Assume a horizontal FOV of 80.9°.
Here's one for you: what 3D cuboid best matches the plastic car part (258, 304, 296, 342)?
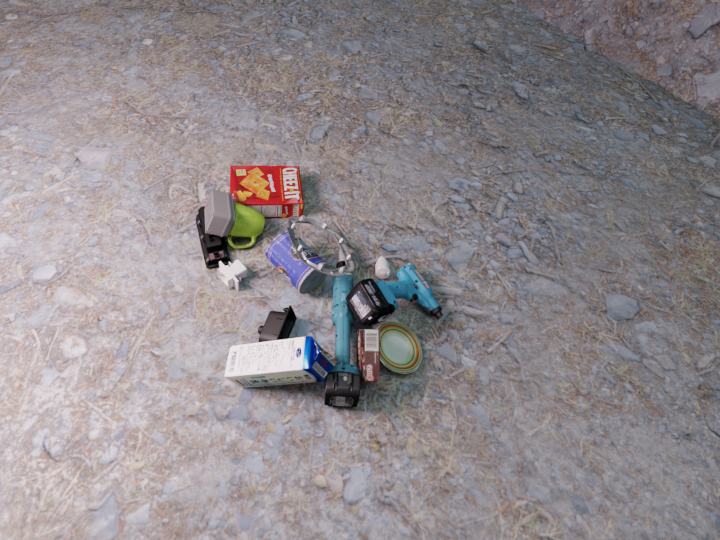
[{"bbox_3d":[-0.207,0.142,1.010,0.073,0.063,0.117,11,55,19],"label":"plastic car part"}]

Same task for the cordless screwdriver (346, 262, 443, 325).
[{"bbox_3d":[0.094,0.075,1.039,0.239,0.074,0.165,-15,62,-43],"label":"cordless screwdriver"}]

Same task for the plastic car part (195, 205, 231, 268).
[{"bbox_3d":[-0.416,-0.103,1.168,0.065,0.065,0.213,-19,55,-12],"label":"plastic car part"}]

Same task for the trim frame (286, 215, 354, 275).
[{"bbox_3d":[-0.107,-0.070,1.097,0.176,0.027,0.260,11,35,-27],"label":"trim frame"}]

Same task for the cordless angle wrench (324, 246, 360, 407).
[{"bbox_3d":[-0.043,0.108,1.030,0.074,0.095,0.436,2,50,-4],"label":"cordless angle wrench"}]
